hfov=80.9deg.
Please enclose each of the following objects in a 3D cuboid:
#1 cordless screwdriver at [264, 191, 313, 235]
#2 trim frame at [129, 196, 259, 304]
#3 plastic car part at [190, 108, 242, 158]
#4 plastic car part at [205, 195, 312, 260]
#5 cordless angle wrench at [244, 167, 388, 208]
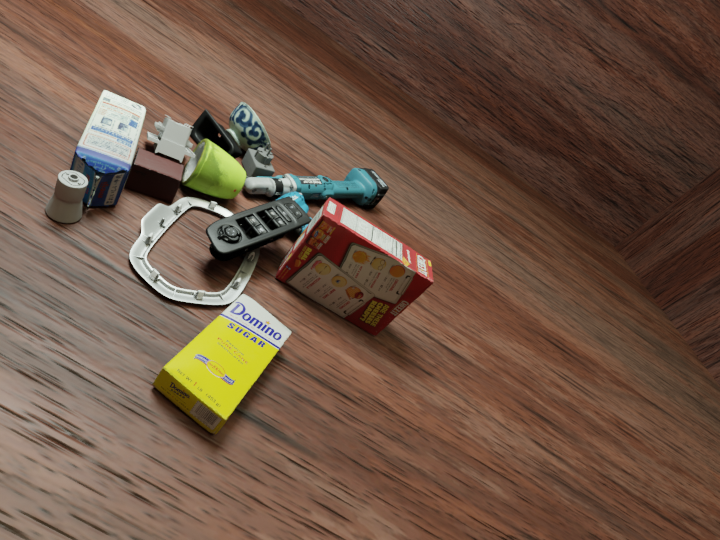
[{"bbox_3d":[-0.080,-0.052,0.815,0.252,0.074,0.157,36,32,5],"label":"cordless screwdriver"},{"bbox_3d":[-0.252,-0.040,0.669,0.181,0.027,0.253,29,34,-11],"label":"trim frame"},{"bbox_3d":[-0.298,-0.274,0.902,0.119,0.066,0.069,49,18,10],"label":"plastic car part"},{"bbox_3d":[-0.173,-0.066,0.695,0.067,0.068,0.197,53,38,5],"label":"plastic car part"},{"bbox_3d":[-0.095,-0.194,0.988,0.405,0.074,0.102,-12,57,-48],"label":"cordless angle wrench"}]
